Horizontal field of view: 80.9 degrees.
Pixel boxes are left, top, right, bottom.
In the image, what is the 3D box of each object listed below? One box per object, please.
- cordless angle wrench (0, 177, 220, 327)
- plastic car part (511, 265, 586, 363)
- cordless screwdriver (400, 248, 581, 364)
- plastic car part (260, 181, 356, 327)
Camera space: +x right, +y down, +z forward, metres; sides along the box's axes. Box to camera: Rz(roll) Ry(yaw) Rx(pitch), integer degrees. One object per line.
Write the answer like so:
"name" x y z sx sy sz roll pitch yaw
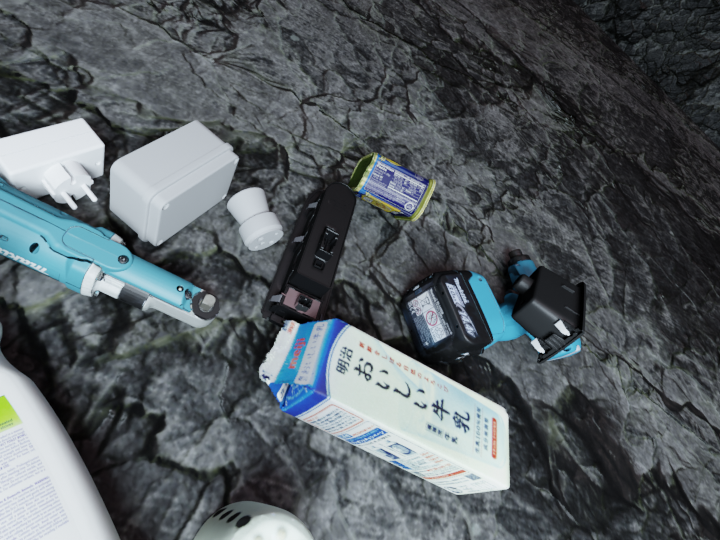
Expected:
"cordless angle wrench" -0.307 -0.054 0.332 0.411 0.099 0.075 29 50 -15
"plastic car part" 0.211 0.036 0.489 0.072 0.066 0.115 36 40 4
"cordless screwdriver" 0.167 0.037 0.541 0.238 0.075 0.165 4 58 -32
"plastic car part" -0.046 -0.030 0.475 0.065 0.067 0.206 21 49 -10
